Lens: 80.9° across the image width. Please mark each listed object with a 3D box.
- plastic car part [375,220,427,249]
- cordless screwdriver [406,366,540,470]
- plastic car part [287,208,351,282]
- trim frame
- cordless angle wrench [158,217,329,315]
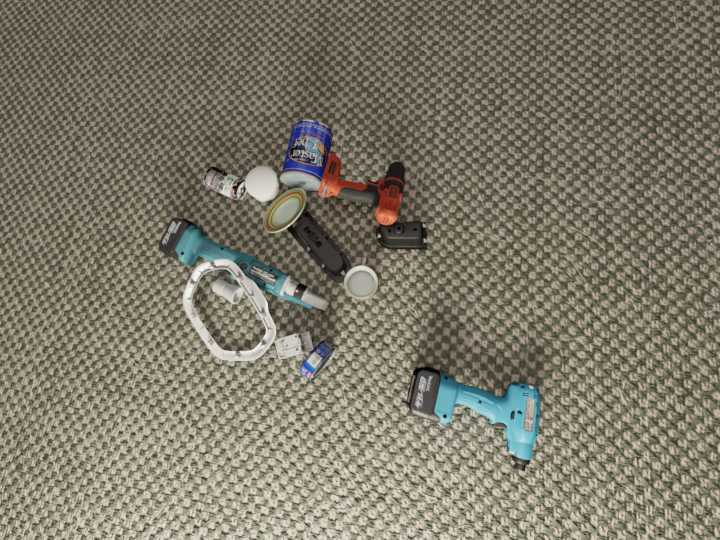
[{"bbox_3d":[0.093,-0.085,0.949,0.117,0.069,0.067,-1,76,4],"label":"plastic car part"},{"bbox_3d":[0.219,0.285,0.833,0.252,0.073,0.160,10,78,7],"label":"cordless screwdriver"},{"bbox_3d":[-0.096,-0.063,0.981,0.066,0.066,0.208,-38,76,-10],"label":"plastic car part"},{"bbox_3d":[-0.298,0.093,0.954,0.185,0.027,0.249,-32,88,9],"label":"trim frame"},{"bbox_3d":[-0.267,-0.003,0.988,0.433,0.072,0.098,23,81,12],"label":"cordless angle wrench"}]
